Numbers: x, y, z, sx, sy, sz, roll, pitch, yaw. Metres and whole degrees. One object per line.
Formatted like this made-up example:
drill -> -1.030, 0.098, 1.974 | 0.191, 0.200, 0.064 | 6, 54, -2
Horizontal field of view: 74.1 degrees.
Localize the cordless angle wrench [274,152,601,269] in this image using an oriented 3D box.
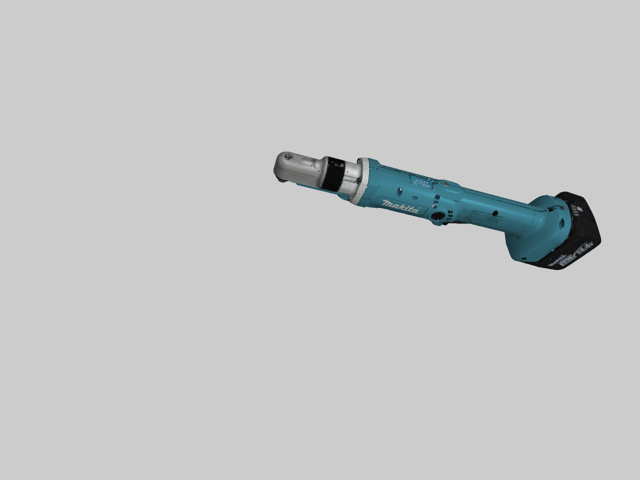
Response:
cordless angle wrench -> 0.149, -0.049, 0.546 | 0.423, 0.074, 0.098 | 12, -37, -11
